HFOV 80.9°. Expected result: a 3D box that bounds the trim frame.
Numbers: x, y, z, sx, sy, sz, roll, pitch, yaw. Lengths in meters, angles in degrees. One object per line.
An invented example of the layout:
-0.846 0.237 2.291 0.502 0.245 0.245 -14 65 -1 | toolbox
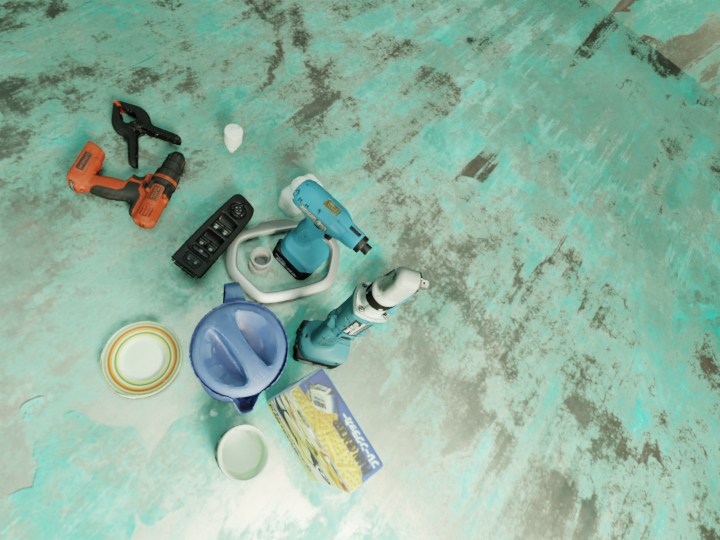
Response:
-0.157 -0.028 0.884 0.242 0.027 0.189 -14 71 -21 | trim frame

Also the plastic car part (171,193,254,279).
-0.285 -0.068 0.843 0.066 0.067 0.203 33 62 -3 | plastic car part

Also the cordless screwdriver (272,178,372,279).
-0.077 -0.051 0.792 0.161 0.249 0.073 44 61 2 | cordless screwdriver

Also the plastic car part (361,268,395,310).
0.035 0.059 0.874 0.114 0.071 0.067 -29 79 -26 | plastic car part

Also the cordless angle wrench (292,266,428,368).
-0.018 0.079 0.650 0.096 0.424 0.075 17 64 -14 | cordless angle wrench
